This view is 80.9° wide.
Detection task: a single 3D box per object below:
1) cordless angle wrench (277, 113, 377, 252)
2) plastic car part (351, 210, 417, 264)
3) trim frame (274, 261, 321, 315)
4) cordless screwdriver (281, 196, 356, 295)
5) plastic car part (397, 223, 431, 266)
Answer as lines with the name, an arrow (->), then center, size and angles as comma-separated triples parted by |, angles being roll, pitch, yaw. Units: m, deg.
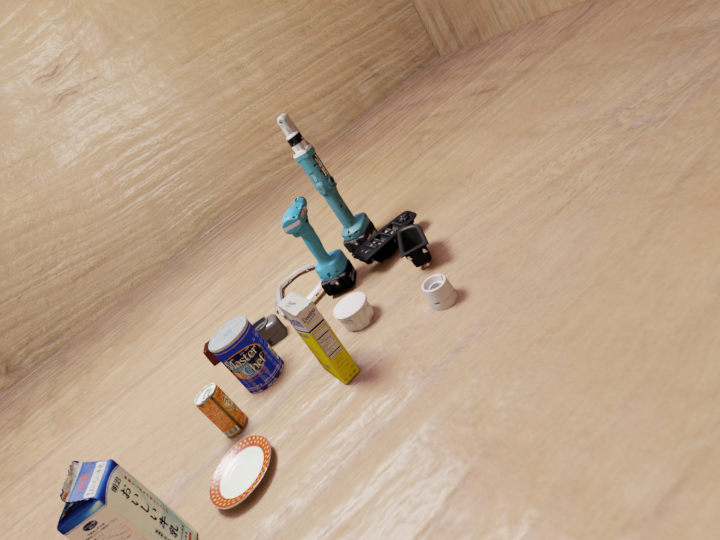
cordless angle wrench -> -0.096, -0.235, 1.143 | 0.077, 0.408, 0.098 | -20, 26, 34
plastic car part -> 0.075, -0.077, 1.063 | 0.201, 0.064, 0.069 | -45, 25, -20
trim frame -> -0.172, 0.049, 1.194 | 0.184, 0.026, 0.258 | -36, 25, -1
cordless screwdriver -> -0.104, -0.068, 1.063 | 0.076, 0.240, 0.162 | -27, 24, 18
plastic car part -> 0.127, -0.051, 0.950 | 0.067, 0.068, 0.119 | -29, 25, 15
